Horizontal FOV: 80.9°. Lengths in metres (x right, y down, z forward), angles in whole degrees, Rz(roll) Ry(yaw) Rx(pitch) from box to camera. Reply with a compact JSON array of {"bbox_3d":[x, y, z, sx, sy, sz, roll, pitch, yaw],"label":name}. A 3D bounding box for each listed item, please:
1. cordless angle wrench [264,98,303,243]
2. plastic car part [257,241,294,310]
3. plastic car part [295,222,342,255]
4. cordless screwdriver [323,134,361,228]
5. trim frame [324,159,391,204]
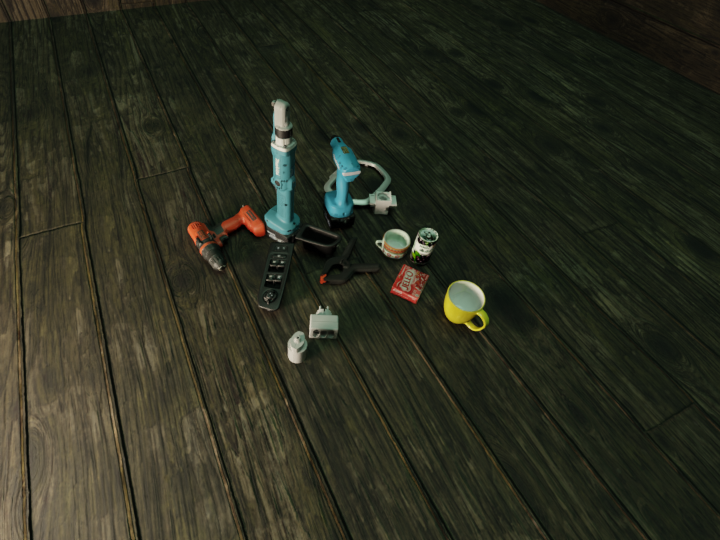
[{"bbox_3d":[-0.193,-0.231,1.059,0.101,0.413,0.074,31,53,15],"label":"cordless angle wrench"},{"bbox_3d":[-0.216,0.021,1.074,0.066,0.065,0.208,7,50,-2],"label":"plastic car part"},{"bbox_3d":[-0.113,-0.074,1.157,0.119,0.069,0.066,20,51,11],"label":"plastic car part"},{"bbox_3d":[-0.060,-0.246,1.191,0.073,0.243,0.166,-10,53,-17],"label":"cordless screwdriver"},{"bbox_3d":[-0.010,-0.287,1.368,0.190,0.027,0.247,27,54,17],"label":"trim frame"}]
